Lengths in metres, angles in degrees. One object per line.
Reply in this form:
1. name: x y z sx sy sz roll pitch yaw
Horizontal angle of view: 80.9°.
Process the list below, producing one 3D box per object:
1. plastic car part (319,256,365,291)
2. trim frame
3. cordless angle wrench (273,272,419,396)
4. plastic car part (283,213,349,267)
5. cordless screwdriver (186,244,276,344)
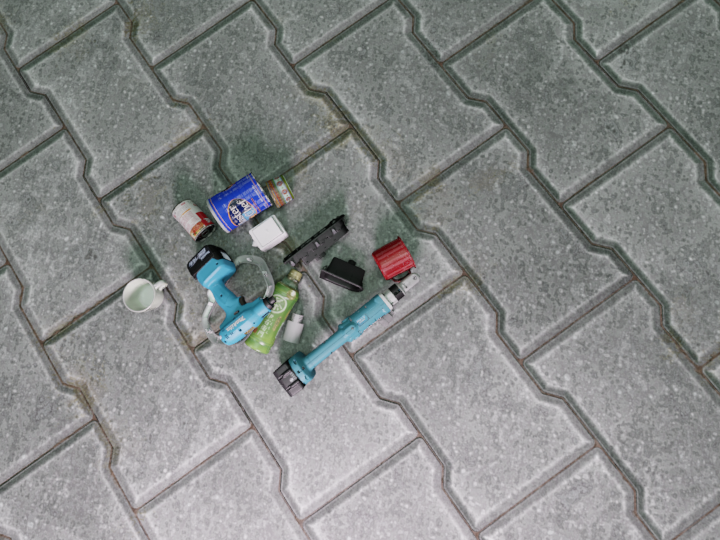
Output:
1. plastic car part: -0.040 0.004 1.087 0.117 0.065 0.071 20 70 2
2. trim frame: -0.319 0.074 1.083 0.194 0.026 0.248 27 87 31
3. cordless angle wrench: -0.023 0.142 1.035 0.423 0.097 0.075 -39 86 -1
4. plastic car part: -0.107 -0.070 1.098 0.202 0.067 0.067 -42 94 -3
5. cordless screwdriver: -0.318 0.040 1.046 0.160 0.071 0.260 -39 64 7
